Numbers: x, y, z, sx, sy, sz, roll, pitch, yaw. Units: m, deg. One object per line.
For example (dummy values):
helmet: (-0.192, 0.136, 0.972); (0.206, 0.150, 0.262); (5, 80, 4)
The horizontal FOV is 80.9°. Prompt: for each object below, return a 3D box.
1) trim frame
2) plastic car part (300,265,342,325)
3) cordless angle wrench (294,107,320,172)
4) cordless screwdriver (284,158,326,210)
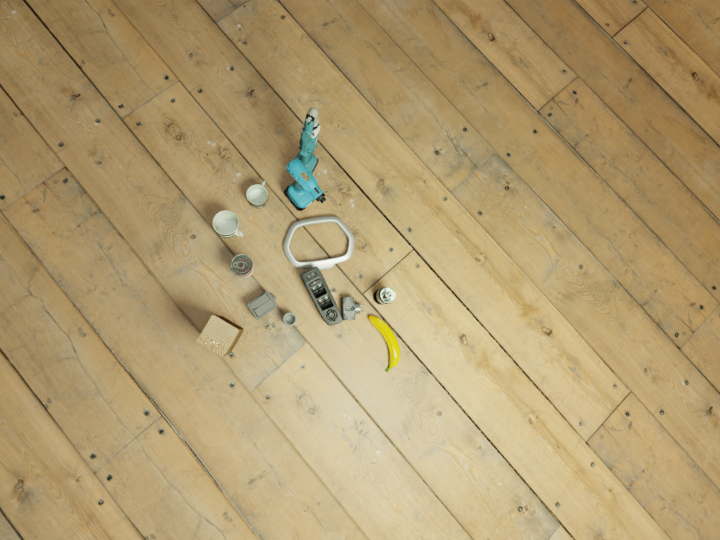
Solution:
trim frame: (-0.143, -0.093, 1.461); (0.246, 0.027, 0.186); (-9, 80, -7)
plastic car part: (-0.129, 0.090, 1.408); (0.065, 0.067, 0.205); (-27, 83, -11)
cordless angle wrench: (-0.164, -0.393, 1.315); (0.074, 0.424, 0.098); (28, 79, -6)
cordless screwdriver: (-0.178, -0.255, 1.376); (0.074, 0.249, 0.160); (-39, 90, -13)
